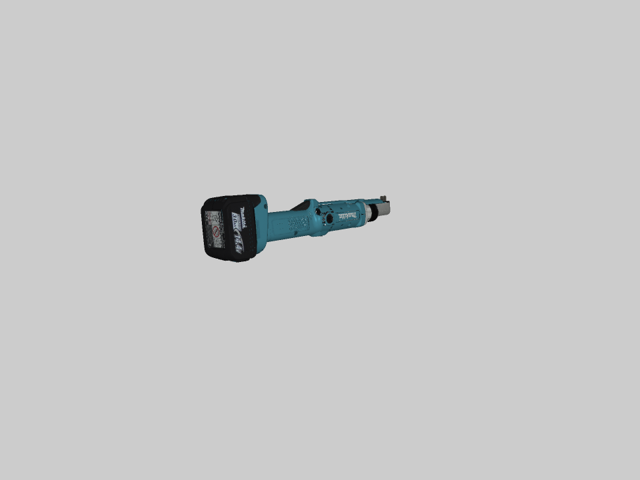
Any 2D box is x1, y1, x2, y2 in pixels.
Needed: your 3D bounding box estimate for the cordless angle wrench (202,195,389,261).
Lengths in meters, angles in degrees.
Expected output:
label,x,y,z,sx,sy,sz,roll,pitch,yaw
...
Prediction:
label,x,y,z,sx,sy,sz,roll,pitch,yaw
cordless angle wrench,-0.004,-0.040,0.754,0.074,0.098,0.422,3,10,44
